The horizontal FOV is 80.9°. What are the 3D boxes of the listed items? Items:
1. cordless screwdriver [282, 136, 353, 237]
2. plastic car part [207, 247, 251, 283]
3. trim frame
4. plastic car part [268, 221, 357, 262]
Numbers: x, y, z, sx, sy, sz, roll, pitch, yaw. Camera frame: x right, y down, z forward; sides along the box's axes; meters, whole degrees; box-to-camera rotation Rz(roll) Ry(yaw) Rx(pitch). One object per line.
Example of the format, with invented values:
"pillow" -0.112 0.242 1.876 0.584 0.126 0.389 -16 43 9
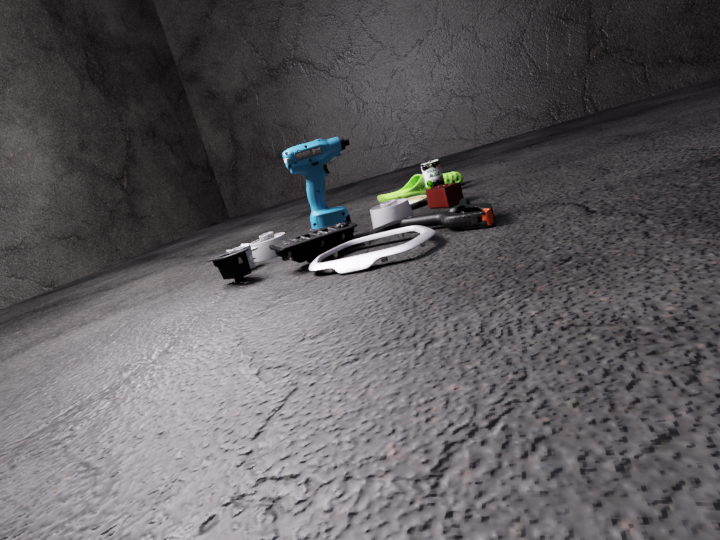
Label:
"cordless screwdriver" -0.074 -0.188 1.005 0.158 0.245 0.076 -19 10 -8
"plastic car part" -0.278 -0.007 0.928 0.064 0.070 0.122 -26 16 -35
"trim frame" 0.018 -0.039 0.785 0.257 0.027 0.181 -10 16 27
"plastic car part" -0.088 -0.057 0.899 0.198 0.066 0.069 -26 15 -29
